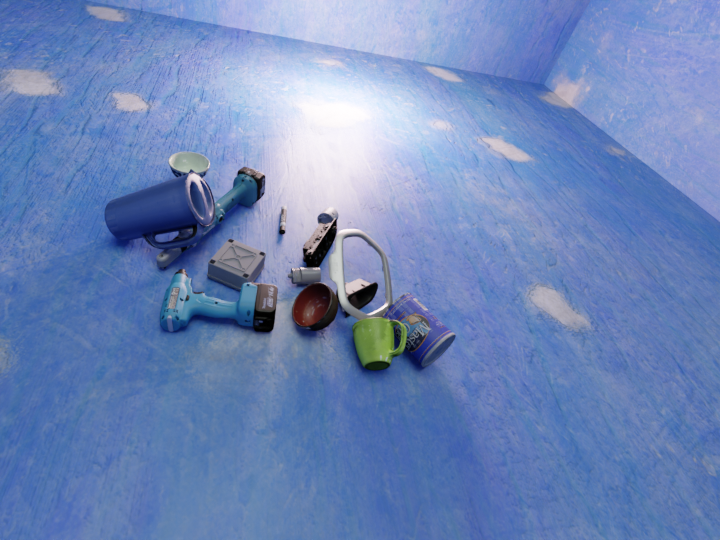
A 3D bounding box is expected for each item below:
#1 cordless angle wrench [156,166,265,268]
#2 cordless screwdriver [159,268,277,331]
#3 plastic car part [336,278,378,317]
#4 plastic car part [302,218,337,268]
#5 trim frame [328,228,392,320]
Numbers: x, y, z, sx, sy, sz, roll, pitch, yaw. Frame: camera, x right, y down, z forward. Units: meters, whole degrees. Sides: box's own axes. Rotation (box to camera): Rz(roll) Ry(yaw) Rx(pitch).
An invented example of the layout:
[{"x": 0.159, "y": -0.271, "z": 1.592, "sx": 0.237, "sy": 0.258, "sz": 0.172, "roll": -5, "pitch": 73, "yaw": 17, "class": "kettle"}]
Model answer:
[{"x": -0.400, "y": -0.147, "z": 1.148, "sx": 0.076, "sy": 0.096, "sz": 0.422, "roll": 22, "pitch": 45, "yaw": 9, "class": "cordless angle wrench"}, {"x": -0.313, "y": 0.062, "z": 0.954, "sx": 0.245, "sy": 0.073, "sz": 0.165, "roll": 2, "pitch": 43, "yaw": -10, "class": "cordless screwdriver"}, {"x": -0.018, "y": 0.056, "z": 1.063, "sx": 0.075, "sy": 0.064, "sz": 0.113, "roll": 26, "pitch": 36, "yaw": 31, "class": "plastic car part"}, {"x": -0.115, "y": -0.075, "z": 1.178, "sx": 0.070, "sy": 0.064, "sz": 0.203, "roll": 4, "pitch": 38, "yaw": 24, "class": "plastic car part"}, {"x": 0.003, "y": 0.009, "z": 1.031, "sx": 0.175, "sy": 0.028, "sz": 0.255, "roll": 14, "pitch": 58, "yaw": -32, "class": "trim frame"}]
